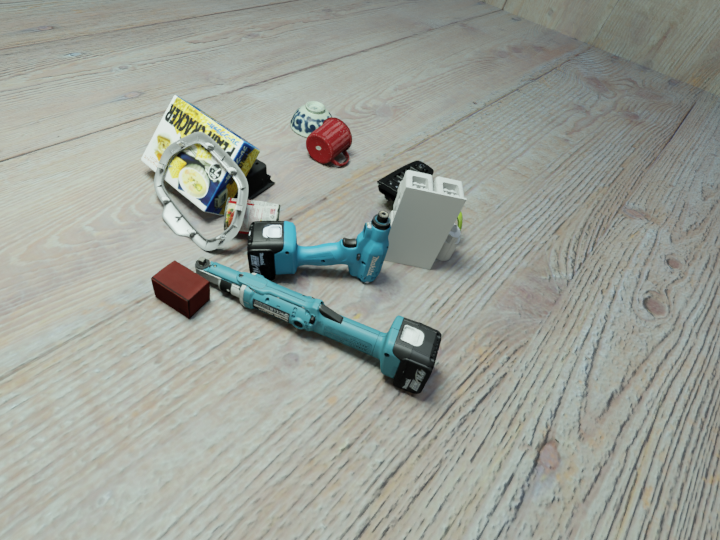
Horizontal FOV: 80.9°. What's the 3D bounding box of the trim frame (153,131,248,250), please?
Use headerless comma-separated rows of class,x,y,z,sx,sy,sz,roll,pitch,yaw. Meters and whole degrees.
trim frame,-0.309,-0.152,0.803,0.256,0.185,0.026,47,17,17

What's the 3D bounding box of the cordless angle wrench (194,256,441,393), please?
cordless angle wrench,-0.089,0.068,0.692,0.434,0.095,0.074,21,47,13

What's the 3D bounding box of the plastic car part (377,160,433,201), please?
plastic car part,0.109,-0.202,0.984,0.069,0.065,0.199,28,44,21

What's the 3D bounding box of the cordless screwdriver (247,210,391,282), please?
cordless screwdriver,-0.073,-0.048,0.747,0.246,0.156,0.077,3,48,-8

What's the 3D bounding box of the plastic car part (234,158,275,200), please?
plastic car part,-0.242,-0.201,0.913,0.068,0.070,0.115,29,46,12
